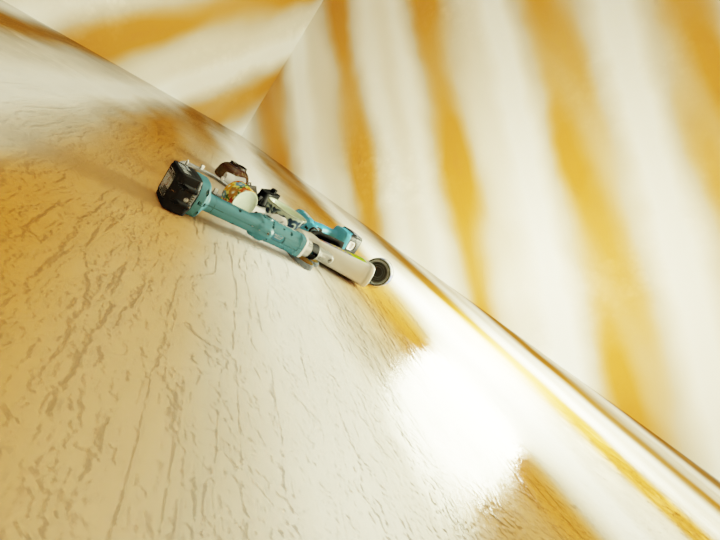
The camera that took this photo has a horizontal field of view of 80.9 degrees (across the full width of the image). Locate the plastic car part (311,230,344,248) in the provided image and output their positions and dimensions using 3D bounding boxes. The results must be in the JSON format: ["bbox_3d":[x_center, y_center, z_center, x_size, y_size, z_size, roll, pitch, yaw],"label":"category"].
[{"bbox_3d":[-0.118,-0.077,1.205,0.111,0.066,0.074,26,-3,-25],"label":"plastic car part"}]

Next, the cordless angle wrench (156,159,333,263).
[{"bbox_3d":[-0.208,-0.092,0.885,0.400,0.074,0.103,26,13,-40],"label":"cordless angle wrench"}]

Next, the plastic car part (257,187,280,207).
[{"bbox_3d":[-0.297,-0.234,1.367,0.066,0.067,0.203,41,12,-5],"label":"plastic car part"}]

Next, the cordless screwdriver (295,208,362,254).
[{"bbox_3d":[-0.102,-0.118,1.403,0.236,0.074,0.168,22,15,-36],"label":"cordless screwdriver"}]

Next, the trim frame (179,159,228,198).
[{"bbox_3d":[-0.406,-0.244,1.144,0.178,0.027,0.257,32,8,-19],"label":"trim frame"}]
